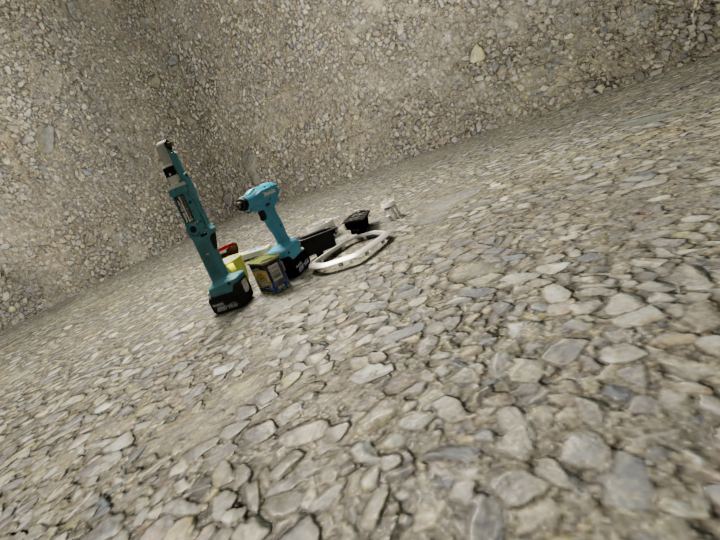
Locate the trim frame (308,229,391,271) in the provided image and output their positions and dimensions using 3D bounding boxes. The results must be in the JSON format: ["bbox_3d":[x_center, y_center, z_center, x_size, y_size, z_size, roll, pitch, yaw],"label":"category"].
[{"bbox_3d":[-0.026,-0.054,1.081,0.192,0.027,0.243,-7,22,40],"label":"trim frame"}]

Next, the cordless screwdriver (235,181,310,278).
[{"bbox_3d":[-0.226,-0.093,1.076,0.077,0.244,0.157,-14,15,28],"label":"cordless screwdriver"}]

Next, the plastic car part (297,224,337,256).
[{"bbox_3d":[-0.116,-0.076,1.187,0.115,0.069,0.068,-26,15,-14],"label":"plastic car part"}]

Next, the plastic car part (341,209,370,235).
[{"bbox_3d":[-0.002,-0.144,1.262,0.067,0.065,0.204,-18,17,13],"label":"plastic car part"}]

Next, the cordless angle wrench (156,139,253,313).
[{"bbox_3d":[-0.382,-0.103,1.003,0.100,0.415,0.074,-18,12,15],"label":"cordless angle wrench"}]
